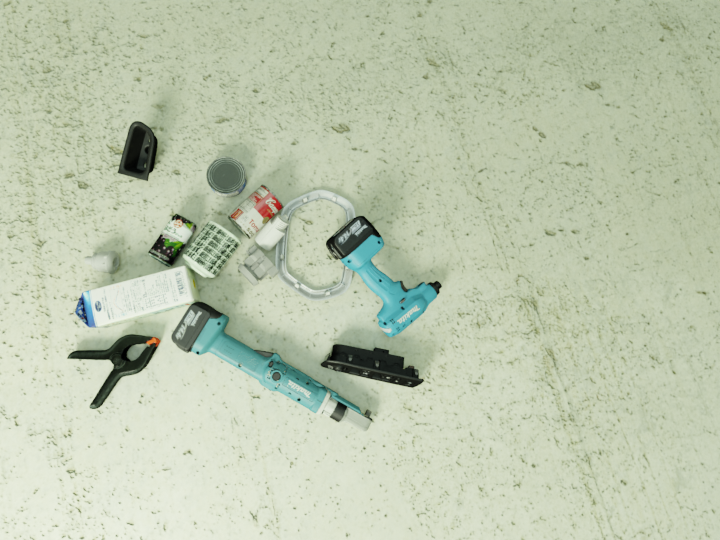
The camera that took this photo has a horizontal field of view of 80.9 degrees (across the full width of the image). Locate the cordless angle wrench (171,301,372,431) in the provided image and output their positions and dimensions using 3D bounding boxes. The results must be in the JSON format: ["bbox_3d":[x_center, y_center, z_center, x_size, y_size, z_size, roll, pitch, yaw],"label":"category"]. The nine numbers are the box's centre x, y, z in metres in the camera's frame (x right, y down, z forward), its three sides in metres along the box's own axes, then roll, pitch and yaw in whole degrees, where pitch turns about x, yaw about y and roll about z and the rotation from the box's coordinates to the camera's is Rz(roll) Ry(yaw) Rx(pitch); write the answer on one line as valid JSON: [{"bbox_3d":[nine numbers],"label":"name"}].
[{"bbox_3d":[-0.167,0.204,0.837,0.423,0.074,0.098,30,78,0],"label":"cordless angle wrench"}]

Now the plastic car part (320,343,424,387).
[{"bbox_3d":[0.022,0.188,0.855,0.202,0.065,0.068,8,69,-3],"label":"plastic car part"}]

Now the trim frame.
[{"bbox_3d":[-0.090,-0.059,0.920,0.183,0.027,0.252,5,76,-4],"label":"trim frame"}]

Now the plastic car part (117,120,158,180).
[{"bbox_3d":[-0.468,-0.255,0.913,0.066,0.071,0.116,15,94,-5],"label":"plastic car part"}]

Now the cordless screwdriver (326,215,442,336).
[{"bbox_3d":[0.052,-0.004,0.882,0.158,0.075,0.247,-37,94,-14],"label":"cordless screwdriver"}]
